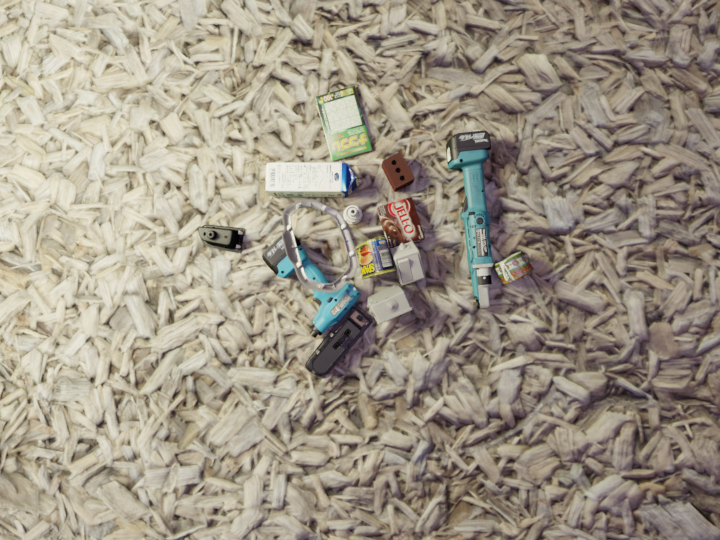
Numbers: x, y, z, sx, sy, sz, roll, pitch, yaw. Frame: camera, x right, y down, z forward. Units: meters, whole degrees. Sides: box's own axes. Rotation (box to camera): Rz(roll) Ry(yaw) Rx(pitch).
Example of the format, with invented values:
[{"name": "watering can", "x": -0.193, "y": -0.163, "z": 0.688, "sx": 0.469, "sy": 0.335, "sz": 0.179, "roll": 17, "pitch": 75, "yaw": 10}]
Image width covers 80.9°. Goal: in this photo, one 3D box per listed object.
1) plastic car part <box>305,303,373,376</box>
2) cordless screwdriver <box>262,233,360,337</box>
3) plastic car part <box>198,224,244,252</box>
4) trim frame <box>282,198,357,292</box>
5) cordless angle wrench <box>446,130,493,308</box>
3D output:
[{"name": "plastic car part", "x": -0.054, "y": 0.180, "z": 1.030, "sx": 0.066, "sy": 0.067, "sz": 0.203, "roll": 40, "pitch": 92, "yaw": -4}, {"name": "cordless screwdriver", "x": -0.140, "y": 0.034, "z": 1.041, "sx": 0.250, "sy": 0.074, "sz": 0.159, "roll": 42, "pitch": 89, "yaw": 2}, {"name": "plastic car part", "x": -0.360, "y": -0.086, "z": 1.068, "sx": 0.117, "sy": 0.070, "sz": 0.066, "roll": 9, "pitch": 87, "yaw": 0}, {"name": "trim frame", "x": -0.099, "y": -0.065, "z": 1.017, "sx": 0.178, "sy": 0.028, "sz": 0.255, "roll": -7, "pitch": 70, "yaw": -25}, {"name": "cordless angle wrench", "x": 0.279, "y": -0.119, "z": 1.023, "sx": 0.098, "sy": 0.074, "sz": 0.424, "roll": -5, "pitch": 88, "yaw": 2}]
